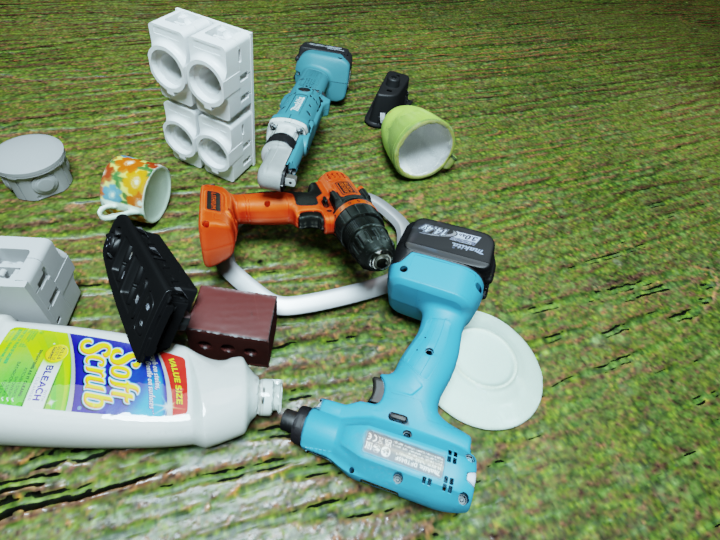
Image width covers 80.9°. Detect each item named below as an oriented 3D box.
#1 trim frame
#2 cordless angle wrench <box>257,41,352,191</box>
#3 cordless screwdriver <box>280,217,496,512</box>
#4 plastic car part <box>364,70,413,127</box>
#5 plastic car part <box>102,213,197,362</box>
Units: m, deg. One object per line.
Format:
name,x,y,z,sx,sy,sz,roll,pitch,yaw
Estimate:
trim frame,-0.050,-0.033,0.511,0.243,0.027,0.193,-15,54,-16
cordless angle wrench,-0.079,-0.229,0.595,0.098,0.073,0.432,9,40,-2
cordless screwdriver,0.036,0.066,0.398,0.164,0.071,0.251,11,58,15
plastic car part,0.051,-0.297,0.717,0.067,0.069,0.117,19,47,7
plastic car part,-0.205,0.001,0.411,0.064,0.066,0.215,5,22,-45
